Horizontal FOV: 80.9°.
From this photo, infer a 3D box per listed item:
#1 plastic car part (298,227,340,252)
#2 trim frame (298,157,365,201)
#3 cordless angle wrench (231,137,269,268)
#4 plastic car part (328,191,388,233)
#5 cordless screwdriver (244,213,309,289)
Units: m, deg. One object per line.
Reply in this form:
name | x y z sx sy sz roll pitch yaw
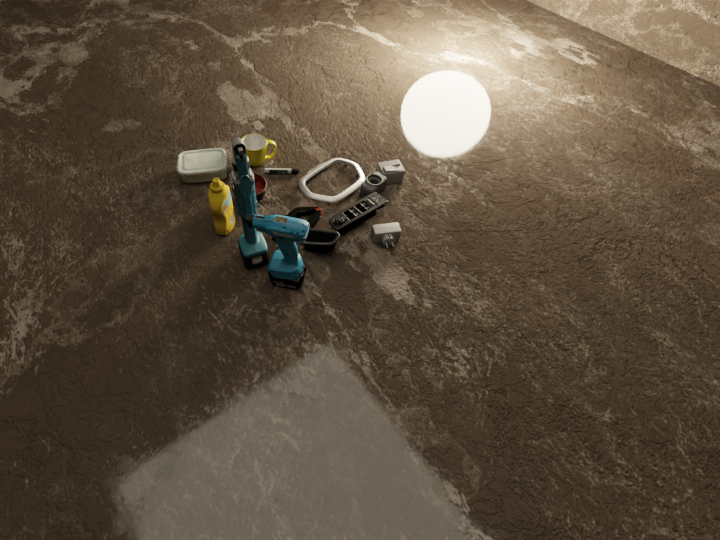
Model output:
plastic car part | -0.122 -0.080 1.244 0.117 0.069 0.067 7 53 2
trim frame | -0.097 -0.312 1.449 0.192 0.027 0.245 35 59 22
cordless angle wrench | -0.291 -0.164 1.086 0.073 0.412 0.102 -15 57 -18
plastic car part | -0.013 -0.173 1.322 0.199 0.065 0.069 -30 61 -23
cordless screwdriver | -0.217 -0.054 1.112 0.161 0.242 0.075 13 53 3
